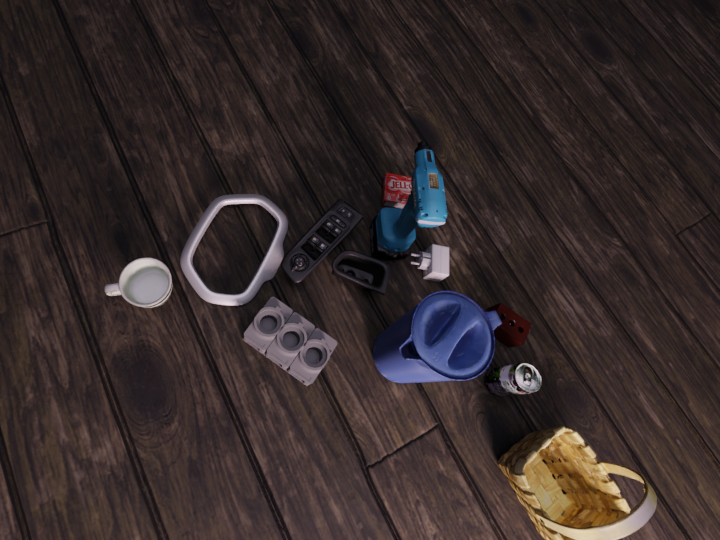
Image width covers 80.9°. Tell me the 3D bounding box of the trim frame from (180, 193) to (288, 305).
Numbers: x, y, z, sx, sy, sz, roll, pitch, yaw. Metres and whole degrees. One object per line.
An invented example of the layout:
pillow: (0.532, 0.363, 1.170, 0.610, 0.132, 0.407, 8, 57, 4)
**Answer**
trim frame: (-0.246, -0.048, 0.846, 0.183, 0.027, 0.250, 22, 66, -2)

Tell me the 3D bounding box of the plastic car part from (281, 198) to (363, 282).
plastic car part: (-0.084, -0.055, 0.860, 0.067, 0.067, 0.201, 40, 66, 3)

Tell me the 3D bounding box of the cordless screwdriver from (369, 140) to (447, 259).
cordless screwdriver: (0.088, -0.123, 0.823, 0.073, 0.249, 0.162, 4, 70, -15)

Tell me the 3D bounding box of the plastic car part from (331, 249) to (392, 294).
plastic car part: (-0.006, 0.005, 0.849, 0.116, 0.071, 0.066, 21, 66, -4)
